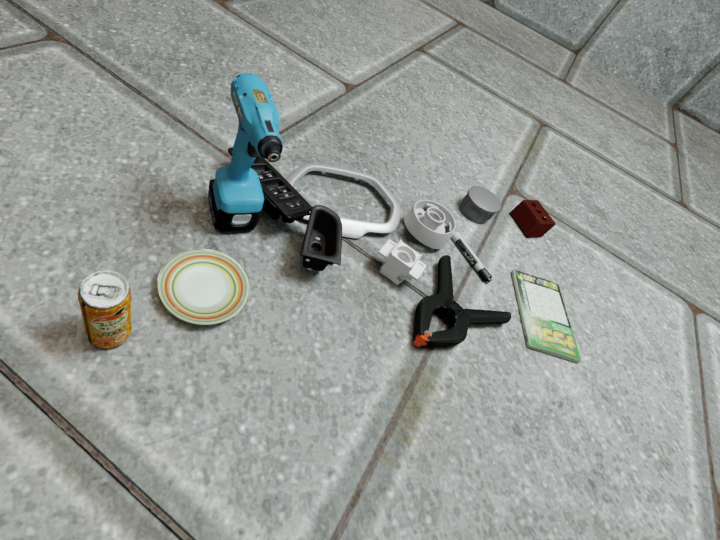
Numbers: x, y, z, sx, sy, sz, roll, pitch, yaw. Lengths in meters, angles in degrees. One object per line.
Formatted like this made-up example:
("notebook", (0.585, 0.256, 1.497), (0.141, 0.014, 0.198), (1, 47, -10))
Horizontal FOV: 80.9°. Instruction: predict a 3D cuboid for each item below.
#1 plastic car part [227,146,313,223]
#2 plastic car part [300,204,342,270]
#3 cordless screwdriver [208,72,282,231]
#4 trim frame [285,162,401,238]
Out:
("plastic car part", (-0.172, -0.153, 0.770), (0.064, 0.066, 0.211), (-24, 64, -37))
("plastic car part", (-0.070, -0.046, 0.719), (0.065, 0.070, 0.120), (15, 48, -13))
("cordless screwdriver", (-0.173, -0.149, 0.644), (0.071, 0.247, 0.166), (-4, 56, -29))
("trim frame", (-0.035, -0.142, 0.844), (0.242, 0.027, 0.190), (8, 49, -16))
